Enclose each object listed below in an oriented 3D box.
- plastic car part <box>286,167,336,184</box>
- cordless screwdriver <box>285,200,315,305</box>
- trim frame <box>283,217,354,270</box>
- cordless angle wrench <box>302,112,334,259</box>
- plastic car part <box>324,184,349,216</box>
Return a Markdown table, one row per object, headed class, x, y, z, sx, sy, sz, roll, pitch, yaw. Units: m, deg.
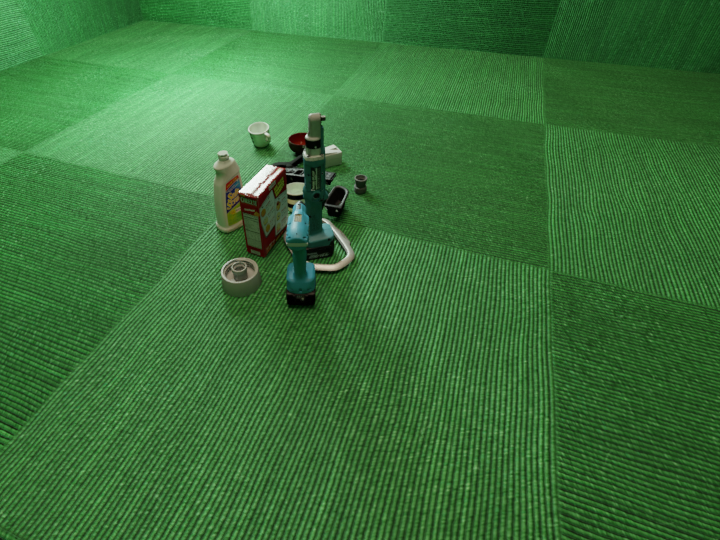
| class | x | y | z | sx | sy | sz | roll | pitch | yaw |
| --- | --- | --- | --- | --- | --- | --- | --- | --- | --- |
| plastic car part | -0.189 | -0.325 | 1.495 | 0.209 | 0.065 | 0.066 | 13 | 44 | 15 |
| cordless screwdriver | -0.150 | -0.040 | 1.052 | 0.074 | 0.241 | 0.164 | 0 | 42 | -4 |
| trim frame | -0.123 | -0.080 | 1.254 | 0.180 | 0.027 | 0.262 | -20 | 46 | -20 |
| cordless angle wrench | -0.119 | -0.209 | 1.112 | 0.096 | 0.410 | 0.078 | -8 | 43 | -13 |
| plastic car part | -0.075 | -0.215 | 1.370 | 0.068 | 0.069 | 0.117 | 13 | 44 | 12 |
